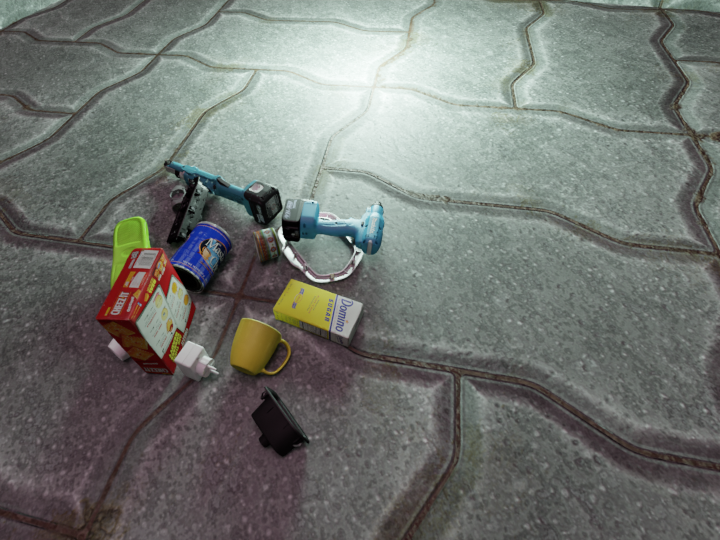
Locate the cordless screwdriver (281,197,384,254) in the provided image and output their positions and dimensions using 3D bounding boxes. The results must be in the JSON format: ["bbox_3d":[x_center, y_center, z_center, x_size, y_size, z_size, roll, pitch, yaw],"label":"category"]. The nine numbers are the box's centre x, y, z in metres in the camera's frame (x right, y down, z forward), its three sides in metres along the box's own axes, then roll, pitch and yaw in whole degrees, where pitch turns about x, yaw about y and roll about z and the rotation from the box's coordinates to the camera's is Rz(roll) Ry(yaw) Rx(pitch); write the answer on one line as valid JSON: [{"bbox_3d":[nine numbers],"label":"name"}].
[{"bbox_3d":[-0.065,-0.129,1.052,0.252,0.072,0.162,9,51,7],"label":"cordless screwdriver"}]

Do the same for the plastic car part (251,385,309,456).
[{"bbox_3d":[-0.154,0.280,0.760,0.070,0.063,0.122,-38,60,-8],"label":"plastic car part"}]

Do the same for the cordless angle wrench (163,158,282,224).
[{"bbox_3d":[-0.410,-0.242,1.197,0.443,0.094,0.074,23,54,26],"label":"cordless angle wrench"}]

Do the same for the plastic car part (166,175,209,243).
[{"bbox_3d":[-0.448,-0.160,1.121,0.064,0.068,0.207,21,61,-32],"label":"plastic car part"}]

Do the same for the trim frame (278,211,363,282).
[{"bbox_3d":[-0.104,-0.068,1.060,0.181,0.026,0.261,-27,55,-16],"label":"trim frame"}]
